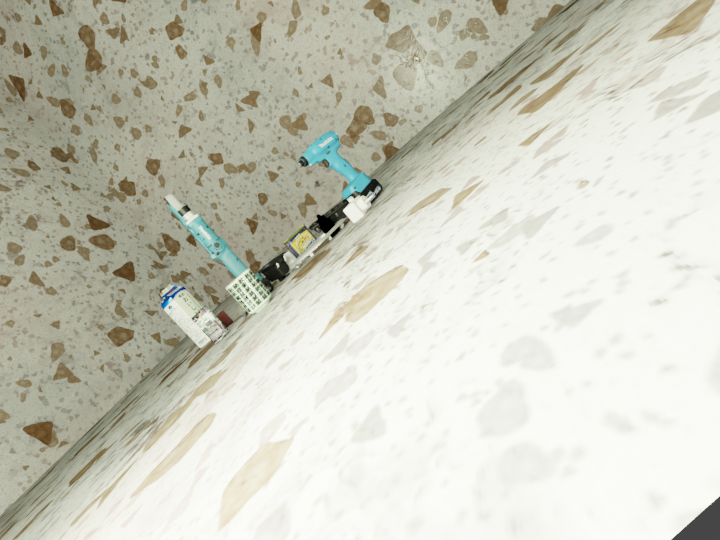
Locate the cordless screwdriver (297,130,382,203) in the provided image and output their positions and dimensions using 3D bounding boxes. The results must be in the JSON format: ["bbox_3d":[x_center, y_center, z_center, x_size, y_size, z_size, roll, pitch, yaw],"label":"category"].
[{"bbox_3d":[-0.063,-0.282,1.257,0.158,0.246,0.076,-45,6,-26],"label":"cordless screwdriver"}]

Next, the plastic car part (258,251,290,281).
[{"bbox_3d":[-0.259,0.000,1.306,0.119,0.070,0.065,-31,13,50],"label":"plastic car part"}]

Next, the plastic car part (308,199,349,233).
[{"bbox_3d":[-0.075,-0.186,1.401,0.202,0.066,0.067,-42,8,-3],"label":"plastic car part"}]

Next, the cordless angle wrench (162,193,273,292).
[{"bbox_3d":[-0.437,-0.070,1.278,0.097,0.419,0.076,-44,5,-21],"label":"cordless angle wrench"}]

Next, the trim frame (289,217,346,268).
[{"bbox_3d":[-0.124,-0.081,1.266,0.188,0.027,0.247,-33,14,40],"label":"trim frame"}]
